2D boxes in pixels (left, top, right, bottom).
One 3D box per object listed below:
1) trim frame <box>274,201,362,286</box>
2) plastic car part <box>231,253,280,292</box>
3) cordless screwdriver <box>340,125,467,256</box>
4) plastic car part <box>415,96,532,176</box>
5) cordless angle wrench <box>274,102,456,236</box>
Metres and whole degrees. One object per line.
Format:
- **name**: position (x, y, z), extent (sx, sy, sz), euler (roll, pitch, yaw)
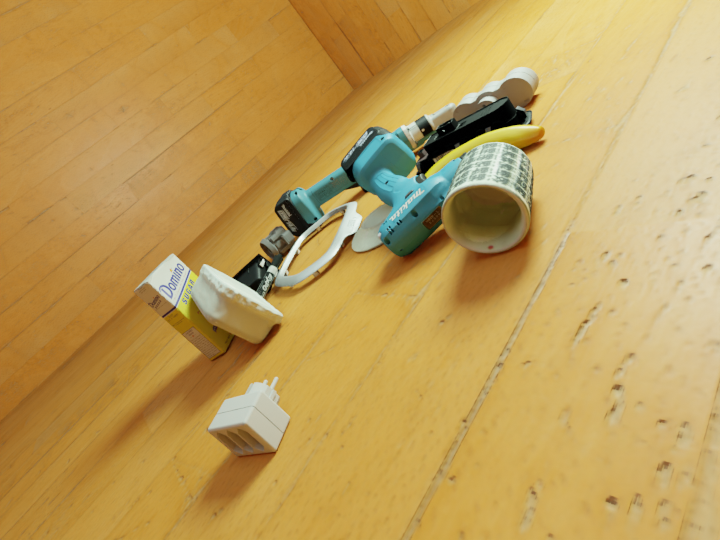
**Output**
- **trim frame**: position (-0.078, -0.051, 0.796), extent (0.188, 0.027, 0.251), euler (-29, 23, 29)
- **plastic car part**: position (-0.214, 0.036, 0.821), extent (0.117, 0.063, 0.074), euler (-40, 34, 11)
- **cordless screwdriver**: position (0.065, -0.141, 0.602), extent (0.160, 0.071, 0.260), euler (-46, 34, 16)
- **plastic car part**: position (0.166, -0.214, 0.667), extent (0.211, 0.065, 0.065), euler (-11, 28, 47)
- **cordless angle wrench**: position (0.009, -0.218, 0.889), extent (0.429, 0.095, 0.075), euler (-30, 18, 17)
